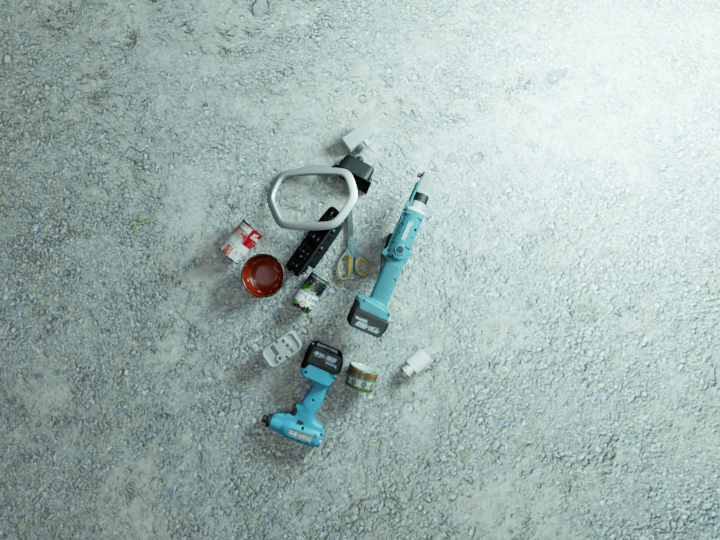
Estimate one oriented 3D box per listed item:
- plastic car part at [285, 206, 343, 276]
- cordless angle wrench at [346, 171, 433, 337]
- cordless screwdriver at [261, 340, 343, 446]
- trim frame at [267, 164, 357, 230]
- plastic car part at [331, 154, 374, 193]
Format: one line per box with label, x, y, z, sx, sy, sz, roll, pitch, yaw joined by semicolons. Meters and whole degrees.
plastic car part;-0.107;-0.070;1.098;0.063;0.070;0.203;32;89;-38
cordless angle wrench;0.090;-0.048;1.037;0.099;0.074;0.423;23;85;3
cordless screwdriver;-0.143;0.304;1.067;0.160;0.074;0.248;18;90;2
trim frame;-0.128;-0.192;1.094;0.256;0.026;0.186;1;78;20
plastic car part;-0.011;-0.268;1.118;0.118;0.065;0.071;35;72;6
